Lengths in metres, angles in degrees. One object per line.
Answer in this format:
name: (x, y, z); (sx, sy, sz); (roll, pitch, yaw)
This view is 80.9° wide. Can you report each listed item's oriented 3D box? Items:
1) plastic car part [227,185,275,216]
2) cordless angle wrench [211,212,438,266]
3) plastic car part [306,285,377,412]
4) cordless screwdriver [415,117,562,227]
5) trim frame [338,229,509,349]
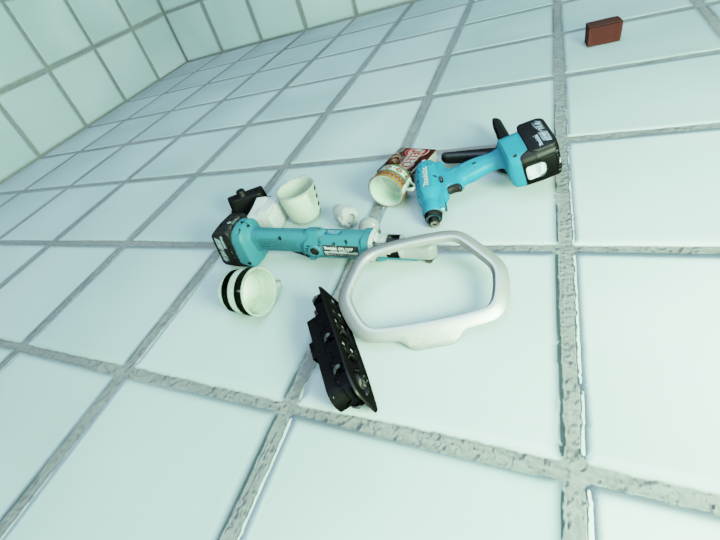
plastic car part: (-0.266, -0.164, 1.006); (0.117, 0.068, 0.068); (-15, 37, 4)
cordless angle wrench: (-0.076, -0.050, 0.774); (0.439, 0.094, 0.074); (4, 41, 24)
plastic car part: (-0.036, 0.112, 0.588); (0.067, 0.063, 0.213); (-32, 39, 1)
cordless screwdriver: (0.224, -0.169, 0.767); (0.256, 0.070, 0.163); (-15, 48, 23)
trim frame: (0.088, 0.025, 0.625); (0.251, 0.026, 0.191); (-13, 53, 8)
